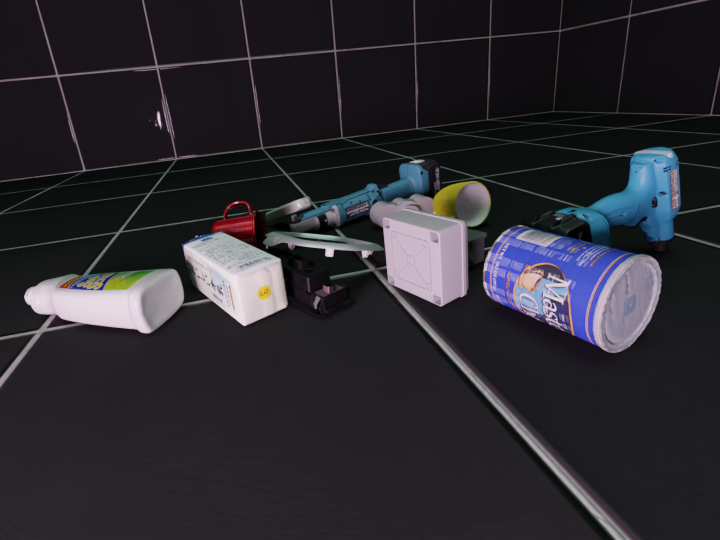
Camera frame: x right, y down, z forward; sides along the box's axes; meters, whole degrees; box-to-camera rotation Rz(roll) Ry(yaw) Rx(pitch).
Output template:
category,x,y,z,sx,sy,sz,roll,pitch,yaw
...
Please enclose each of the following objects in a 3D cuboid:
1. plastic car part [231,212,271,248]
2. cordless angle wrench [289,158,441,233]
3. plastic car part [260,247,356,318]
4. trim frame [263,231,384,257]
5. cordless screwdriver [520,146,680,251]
category,x,y,z,sx,sy,sz,roll,pitch,yaw
plastic car part,-0.227,-0.082,0.855,0.122,0.069,0.064,8,26,37
cordless angle wrench,0.017,-0.161,0.971,0.412,0.095,0.078,-26,29,-30
plastic car part,-0.101,0.008,0.631,0.065,0.065,0.214,-30,30,-33
trim frame,-0.070,-0.046,0.718,0.177,0.027,0.260,3,9,-26
cordless screwdriver,0.351,-0.053,0.596,0.246,0.154,0.078,-29,24,-14
